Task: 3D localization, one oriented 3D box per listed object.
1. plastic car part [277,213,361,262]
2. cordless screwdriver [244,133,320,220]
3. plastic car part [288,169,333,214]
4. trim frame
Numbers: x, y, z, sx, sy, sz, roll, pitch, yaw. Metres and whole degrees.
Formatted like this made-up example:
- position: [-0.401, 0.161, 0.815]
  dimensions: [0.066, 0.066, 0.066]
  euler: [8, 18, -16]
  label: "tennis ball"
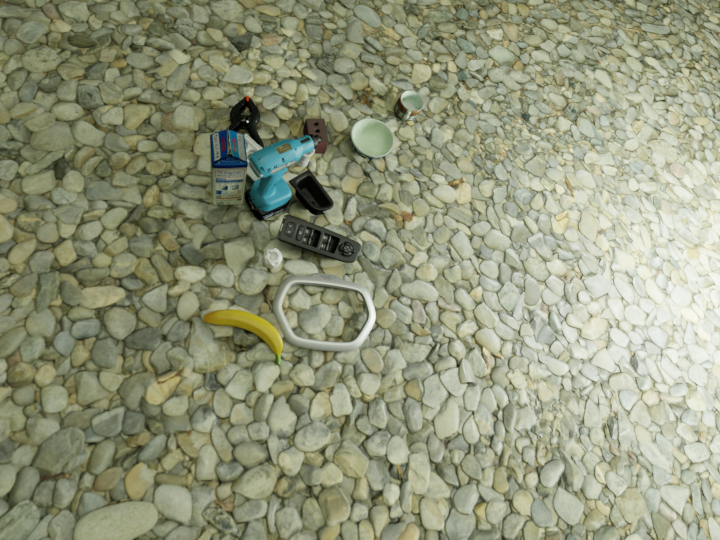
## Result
- position: [-0.100, -0.065, 1.019]
  dimensions: [0.200, 0.067, 0.067]
  euler: [18, 67, -7]
  label: "plastic car part"
- position: [-0.180, -0.213, 0.957]
  dimensions: [0.156, 0.250, 0.075]
  euler: [-31, 84, -24]
  label: "cordless screwdriver"
- position: [-0.124, -0.181, 1.056]
  dimensions: [0.065, 0.071, 0.118]
  euler: [-34, 82, -24]
  label: "plastic car part"
- position: [-0.082, 0.093, 0.984]
  dimensions: [0.244, 0.027, 0.188]
  euler: [6, 68, -11]
  label: "trim frame"
